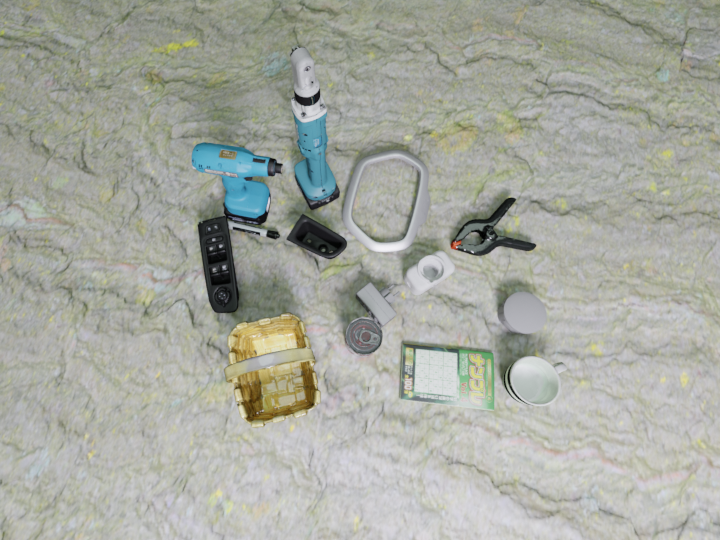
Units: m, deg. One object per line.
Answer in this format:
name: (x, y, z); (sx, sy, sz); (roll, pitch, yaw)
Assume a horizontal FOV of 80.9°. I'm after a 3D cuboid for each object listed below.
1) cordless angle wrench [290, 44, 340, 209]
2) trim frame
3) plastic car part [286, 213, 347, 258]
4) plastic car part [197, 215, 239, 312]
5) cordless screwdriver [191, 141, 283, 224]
cordless angle wrench: (-0.087, -0.234, 0.764); (0.074, 0.416, 0.100); (-26, 78, -9)
trim frame: (0.061, -0.157, 0.936); (0.186, 0.027, 0.251); (13, 74, 6)
plastic car part: (-0.087, -0.057, 0.889); (0.119, 0.069, 0.066); (29, 76, 9)
plastic car part: (-0.292, -0.007, 0.884); (0.066, 0.066, 0.208); (-12, 73, -4)
cordless screwdriver: (-0.219, -0.166, 0.838); (0.160, 0.244, 0.075); (10, 75, 1)
